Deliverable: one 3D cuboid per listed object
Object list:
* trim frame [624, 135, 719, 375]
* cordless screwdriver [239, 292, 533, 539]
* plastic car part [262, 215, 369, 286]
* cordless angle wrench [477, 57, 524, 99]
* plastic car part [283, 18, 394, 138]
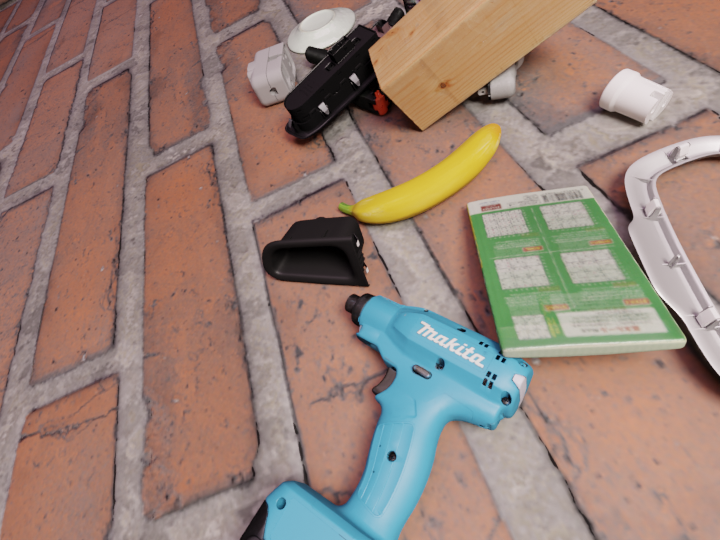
[{"bbox_3d":[0.300,-0.012,0.298,0.188,0.026,0.255,-6,57,13],"label":"trim frame"},{"bbox_3d":[-0.003,0.132,0.314,0.168,0.071,0.248,24,66,33],"label":"cordless screwdriver"},{"bbox_3d":[-0.044,-0.029,0.451,0.121,0.063,0.071,3,44,28],"label":"plastic car part"},{"bbox_3d":[0.198,-0.387,0.577,0.101,0.070,0.430,-1,60,23],"label":"cordless angle wrench"},{"bbox_3d":[-0.027,-0.257,0.556,0.203,0.064,0.070,-45,61,5],"label":"plastic car part"}]
